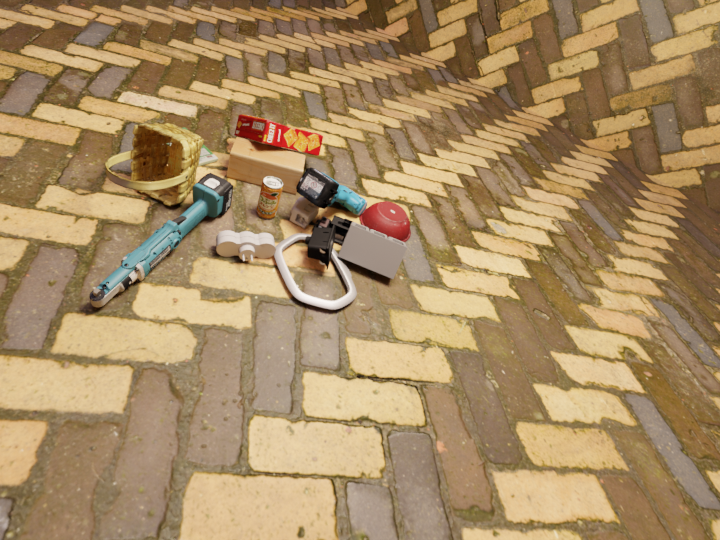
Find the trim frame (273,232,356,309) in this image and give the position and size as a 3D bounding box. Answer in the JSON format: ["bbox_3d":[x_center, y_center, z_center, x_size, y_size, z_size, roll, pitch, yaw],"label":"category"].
[{"bbox_3d":[-0.109,-0.003,1.024,0.177,0.027,0.261,-9,48,-28],"label":"trim frame"}]

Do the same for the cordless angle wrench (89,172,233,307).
[{"bbox_3d":[-0.427,-0.072,0.932,0.075,0.097,0.424,26,46,2],"label":"cordless angle wrench"}]

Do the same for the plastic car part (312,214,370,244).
[{"bbox_3d":[-0.022,-0.101,1.138,0.203,0.066,0.067,25,34,0],"label":"plastic car part"}]

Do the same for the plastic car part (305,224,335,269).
[{"bbox_3d":[-0.102,-0.067,1.041,0.071,0.064,0.119,5,39,1],"label":"plastic car part"}]

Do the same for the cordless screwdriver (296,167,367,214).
[{"bbox_3d":[-0.091,-0.225,1.169,0.166,0.074,0.239,37,14,21],"label":"cordless screwdriver"}]
